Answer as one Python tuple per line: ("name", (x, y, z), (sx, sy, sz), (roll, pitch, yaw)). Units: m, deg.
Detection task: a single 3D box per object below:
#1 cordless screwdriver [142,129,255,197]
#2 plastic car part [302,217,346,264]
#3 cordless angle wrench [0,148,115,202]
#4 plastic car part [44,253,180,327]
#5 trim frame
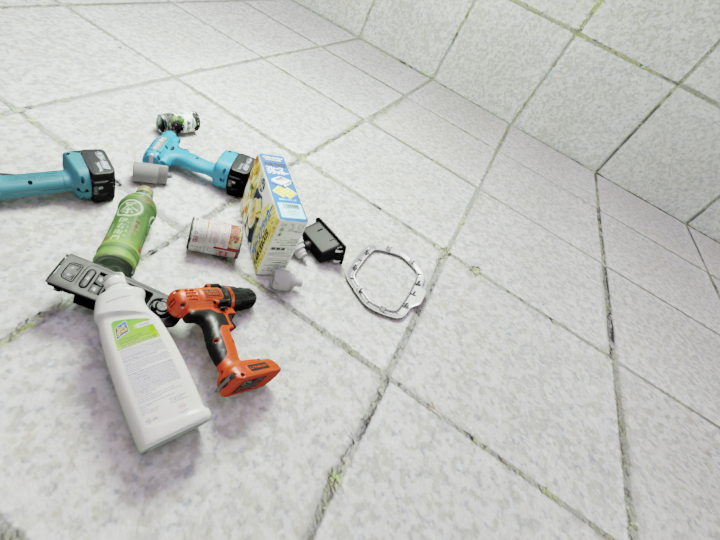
("cordless screwdriver", (-0.382, -0.272, 1.030), (0.245, 0.073, 0.164), (14, 41, -9))
("plastic car part", (-0.095, -0.062, 0.971), (0.069, 0.064, 0.122), (-27, 59, -29))
("cordless angle wrench", (-0.664, -0.145, 0.741), (0.408, 0.074, 0.102), (-19, 58, -38))
("plastic car part", (-0.385, 0.049, 0.675), (0.198, 0.067, 0.068), (22, 32, -13))
("trim frame", (0.067, 0.015, 0.994), (0.187, 0.027, 0.246), (33, 38, 7))
